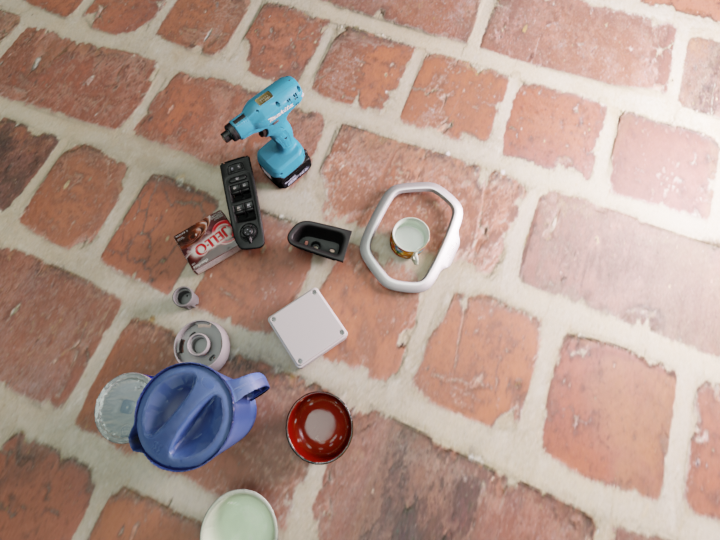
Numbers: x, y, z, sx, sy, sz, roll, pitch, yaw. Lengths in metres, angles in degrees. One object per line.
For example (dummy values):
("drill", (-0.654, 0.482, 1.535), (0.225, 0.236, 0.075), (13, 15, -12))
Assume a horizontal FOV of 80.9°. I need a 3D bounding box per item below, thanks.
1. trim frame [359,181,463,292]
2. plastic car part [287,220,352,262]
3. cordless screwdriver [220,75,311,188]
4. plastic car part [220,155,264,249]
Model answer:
("trim frame", (0.106, -0.072, 0.853), (0.188, 0.027, 0.249), (23, 73, 11))
("plastic car part", (-0.082, -0.053, 0.834), (0.118, 0.069, 0.066), (15, 72, 7))
("cordless screwdriver", (-0.175, -0.243, 0.815), (0.158, 0.244, 0.076), (-41, 78, -12))
("plastic car part", (-0.238, -0.131, 0.872), (0.066, 0.065, 0.208), (-14, 70, -4))
